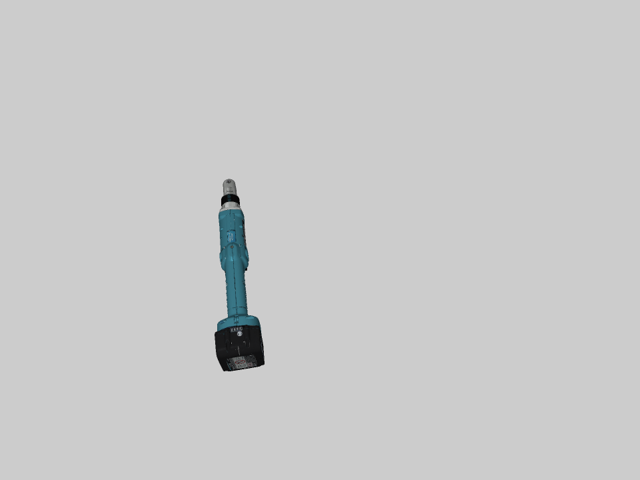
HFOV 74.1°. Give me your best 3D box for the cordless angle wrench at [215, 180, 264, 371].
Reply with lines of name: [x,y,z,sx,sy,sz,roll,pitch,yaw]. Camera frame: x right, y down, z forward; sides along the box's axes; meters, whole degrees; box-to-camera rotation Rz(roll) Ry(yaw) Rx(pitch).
cordless angle wrench: [-0.168,0.036,0.830,0.074,0.421,0.098,-7,-36,-7]
